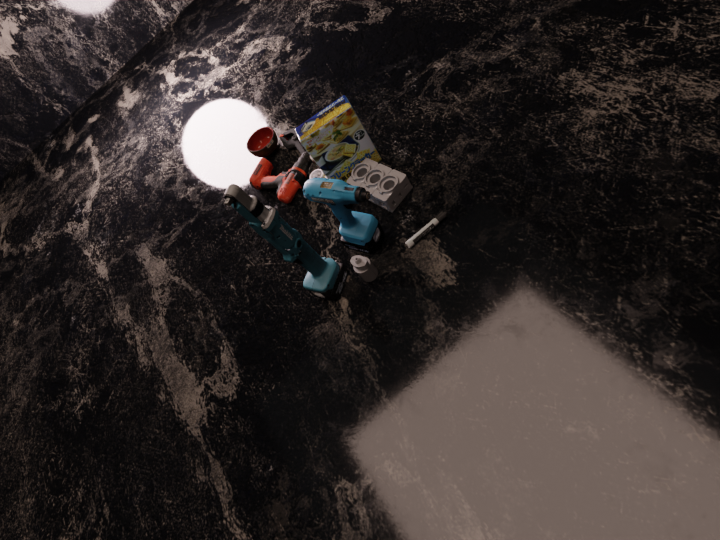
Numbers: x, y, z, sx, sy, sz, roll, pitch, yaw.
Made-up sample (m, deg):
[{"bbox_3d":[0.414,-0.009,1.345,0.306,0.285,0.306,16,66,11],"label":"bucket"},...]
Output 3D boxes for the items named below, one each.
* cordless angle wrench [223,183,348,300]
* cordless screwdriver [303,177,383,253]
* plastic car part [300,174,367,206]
[{"bbox_3d":[-0.153,-0.058,0.916,0.078,0.400,0.099,8,67,31],"label":"cordless angle wrench"},{"bbox_3d":[-0.013,-0.126,0.982,0.167,0.235,0.075,14,70,33],"label":"cordless screwdriver"},{"bbox_3d":[-0.072,-0.216,1.179,0.212,0.063,0.067,0,63,29],"label":"plastic car part"}]
